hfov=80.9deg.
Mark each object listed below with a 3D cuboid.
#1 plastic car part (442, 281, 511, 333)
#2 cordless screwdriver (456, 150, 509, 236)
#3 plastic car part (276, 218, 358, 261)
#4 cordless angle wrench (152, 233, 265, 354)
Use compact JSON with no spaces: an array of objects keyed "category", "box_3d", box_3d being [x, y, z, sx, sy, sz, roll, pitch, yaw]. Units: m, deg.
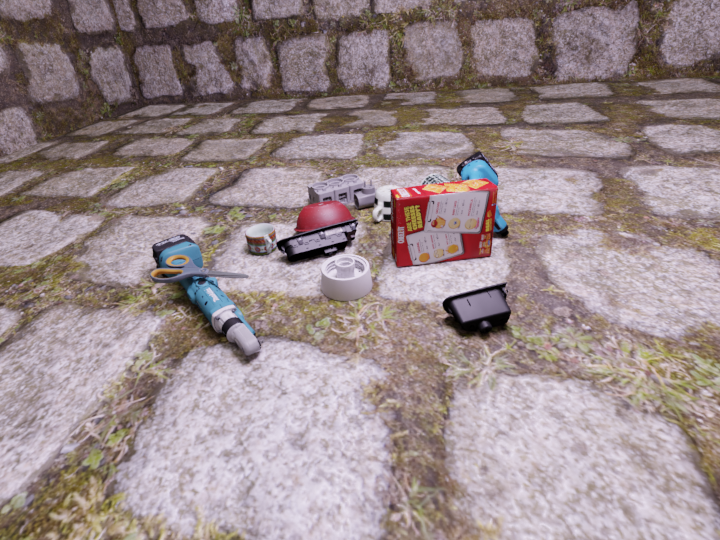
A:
[{"category":"plastic car part","box_3d":[0.211,0.074,0.738,0.115,0.063,0.074,-14,46,-8]},{"category":"cordless screwdriver","box_3d":[0.312,-0.195,1.065,0.076,0.155,0.250,-35,18,30]},{"category":"plastic car part","box_3d":[-0.098,-0.064,1.004,0.199,0.066,0.069,-12,72,-13]},{"category":"cordless angle wrench","box_3d":[-0.318,0.044,0.864,0.095,0.072,0.448,-25,39,-29]}]
